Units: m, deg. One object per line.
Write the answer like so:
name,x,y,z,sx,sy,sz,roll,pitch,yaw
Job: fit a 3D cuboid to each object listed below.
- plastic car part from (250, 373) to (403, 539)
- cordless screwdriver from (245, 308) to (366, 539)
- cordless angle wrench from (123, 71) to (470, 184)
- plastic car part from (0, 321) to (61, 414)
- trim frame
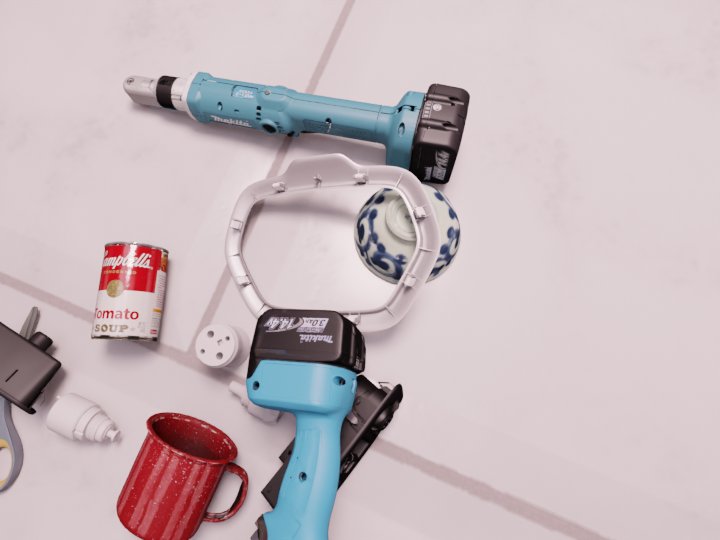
plastic car part,-0.034,0.182,0.412,0.202,0.063,0.071,-47,53,-6
cordless screwdriver,-0.069,0.161,0.358,0.163,0.071,0.254,-7,65,17
cordless angle wrench,-0.098,-0.189,0.502,0.433,0.095,0.075,14,74,12
plastic car part,-0.374,0.096,0.457,0.117,0.065,0.071,28,59,1
trim frame,-0.044,-0.029,0.446,0.258,0.026,0.185,-1,86,25
